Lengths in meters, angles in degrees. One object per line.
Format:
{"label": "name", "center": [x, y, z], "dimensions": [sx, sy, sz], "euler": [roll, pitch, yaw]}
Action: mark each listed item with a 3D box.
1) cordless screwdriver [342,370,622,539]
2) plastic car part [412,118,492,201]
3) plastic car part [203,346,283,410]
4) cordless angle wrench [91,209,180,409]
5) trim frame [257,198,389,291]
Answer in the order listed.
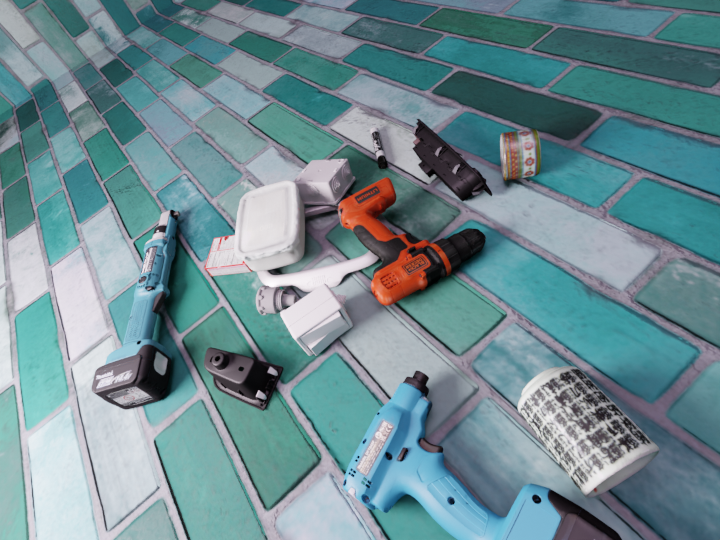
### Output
{"label": "cordless screwdriver", "center": [0.116, 0.215, 0.429], "dimensions": [0.262, 0.070, 0.159], "euler": [17, 63, 36]}
{"label": "plastic car part", "center": [0.144, -0.185, 0.727], "dimensions": [0.067, 0.063, 0.214], "euler": [-38, 49, 4]}
{"label": "plastic car part", "center": [-0.183, 0.144, 0.611], "dimensions": [0.122, 0.067, 0.066], "euler": [11, 58, 25]}
{"label": "cordless angle wrench", "center": [-0.387, 0.033, 0.786], "dimensions": [0.099, 0.071, 0.440], "euler": [-19, 47, 7]}
{"label": "trim frame", "center": [-0.072, -0.047, 0.738], "dimensions": [0.253, 0.026, 0.190], "euler": [-13, 50, 12]}
